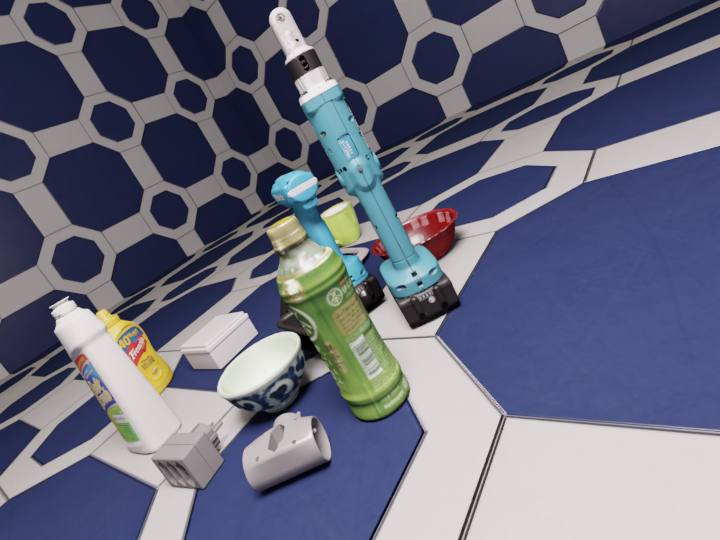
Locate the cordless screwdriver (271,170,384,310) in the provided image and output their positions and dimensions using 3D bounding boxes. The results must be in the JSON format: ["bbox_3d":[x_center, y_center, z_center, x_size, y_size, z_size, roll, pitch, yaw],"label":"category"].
[{"bbox_3d":[-0.068,-0.044,0.691,0.073,0.243,0.165,-33,15,-16],"label":"cordless screwdriver"}]

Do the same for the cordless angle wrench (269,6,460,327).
[{"bbox_3d":[-0.002,-0.126,0.537,0.075,0.413,0.100,-28,13,3],"label":"cordless angle wrench"}]

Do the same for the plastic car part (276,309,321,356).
[{"bbox_3d":[-0.060,0.090,0.599,0.065,0.069,0.121,-39,19,-33],"label":"plastic car part"}]

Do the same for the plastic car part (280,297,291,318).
[{"bbox_3d":[-0.110,0.054,0.778,0.066,0.065,0.207,-28,18,3],"label":"plastic car part"}]

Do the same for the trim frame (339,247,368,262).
[{"bbox_3d":[-0.086,-0.007,0.968,0.181,0.027,0.259,-41,21,-31],"label":"trim frame"}]
